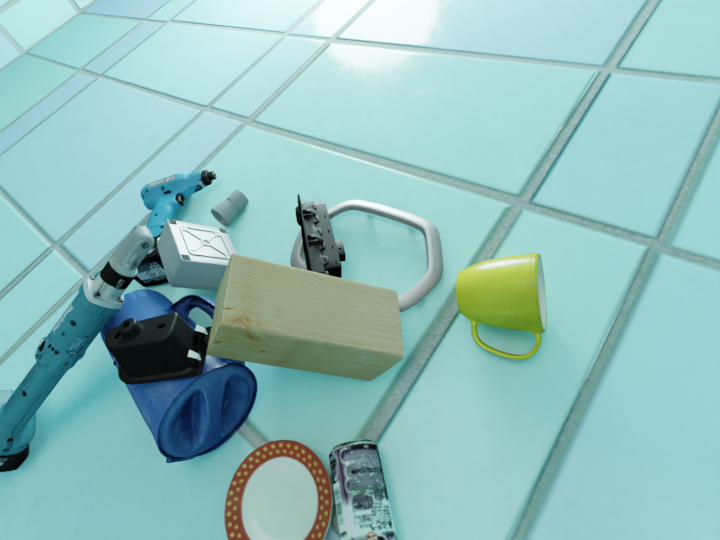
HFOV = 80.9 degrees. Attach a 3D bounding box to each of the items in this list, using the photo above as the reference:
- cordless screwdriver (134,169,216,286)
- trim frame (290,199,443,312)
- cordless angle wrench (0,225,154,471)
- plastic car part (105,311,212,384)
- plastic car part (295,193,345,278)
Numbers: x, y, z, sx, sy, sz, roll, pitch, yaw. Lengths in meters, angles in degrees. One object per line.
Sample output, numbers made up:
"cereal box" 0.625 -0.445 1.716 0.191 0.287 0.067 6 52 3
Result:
"cordless screwdriver" -0.355 -0.096 0.800 0.161 0.071 0.258 -17 49 8
"trim frame" 0.004 -0.027 0.641 0.261 0.026 0.184 21 65 30
"cordless angle wrench" -0.413 0.108 0.585 0.424 0.070 0.103 -49 52 10
"plastic car part" -0.238 0.082 0.476 0.118 0.068 0.068 -10 40 7
"plastic car part" -0.061 -0.040 0.626 0.067 0.064 0.212 -17 51 -4
